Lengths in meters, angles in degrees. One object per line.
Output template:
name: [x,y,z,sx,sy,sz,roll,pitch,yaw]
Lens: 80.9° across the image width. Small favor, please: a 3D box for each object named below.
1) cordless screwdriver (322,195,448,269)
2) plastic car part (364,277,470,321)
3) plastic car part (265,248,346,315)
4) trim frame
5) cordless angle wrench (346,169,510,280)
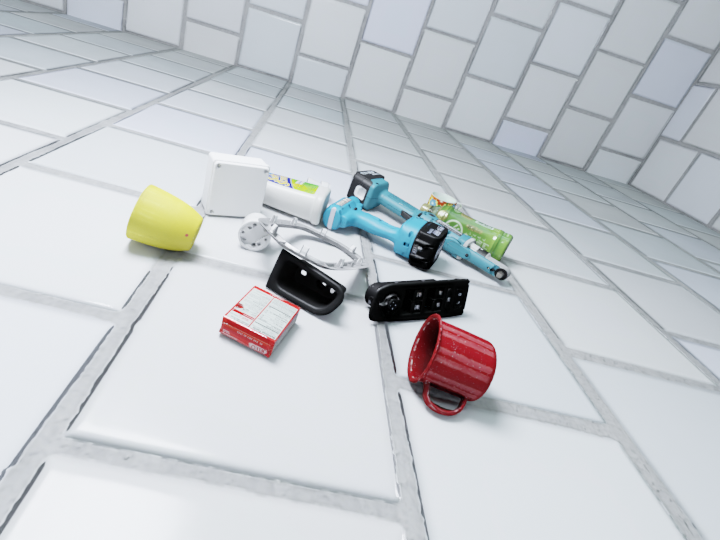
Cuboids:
cordless screwdriver: [0.056,-0.098,0.907,0.256,0.073,0.157,22,28,15]
plastic car part: [0.087,0.040,0.687,0.194,0.065,0.071,-4,26,-35]
plastic car part: [-0.072,0.020,0.642,0.120,0.066,0.069,29,15,13]
trim frame: [-0.070,-0.046,0.719,0.191,0.027,0.240,33,11,17]
cordless angle wrench: [0.152,-0.106,0.982,0.444,0.073,0.094,37,33,28]
